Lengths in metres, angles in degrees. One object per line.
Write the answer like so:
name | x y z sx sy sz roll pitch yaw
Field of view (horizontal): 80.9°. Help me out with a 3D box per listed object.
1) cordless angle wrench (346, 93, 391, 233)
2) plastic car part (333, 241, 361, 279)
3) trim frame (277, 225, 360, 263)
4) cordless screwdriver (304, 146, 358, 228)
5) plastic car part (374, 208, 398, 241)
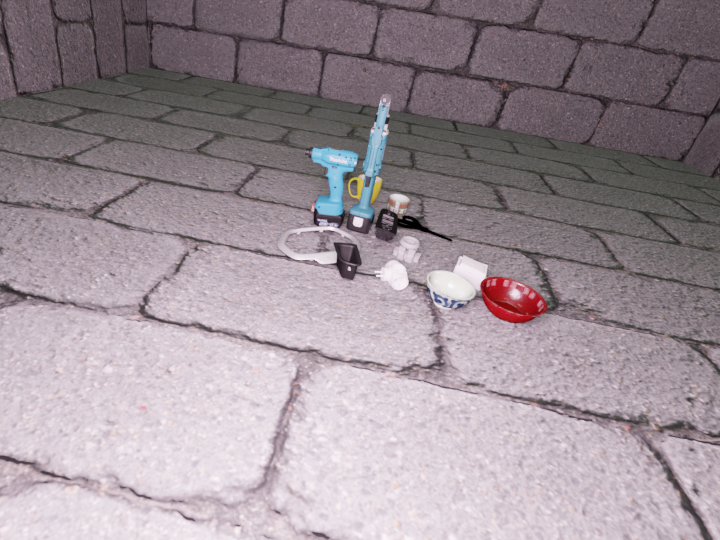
cordless angle wrench | 0.035 -0.315 1.275 0.076 0.415 0.098 17 30 8
plastic car part | -0.037 -0.018 1.106 0.065 0.069 0.121 4 31 -12
trim frame | -0.120 -0.078 1.223 0.240 0.027 0.194 -7 35 -25
cordless screwdriver | -0.107 -0.260 1.313 0.160 0.244 0.075 12 30 1
plastic car part | 0.082 -0.141 1.341 0.067 0.066 0.205 12 31 2
